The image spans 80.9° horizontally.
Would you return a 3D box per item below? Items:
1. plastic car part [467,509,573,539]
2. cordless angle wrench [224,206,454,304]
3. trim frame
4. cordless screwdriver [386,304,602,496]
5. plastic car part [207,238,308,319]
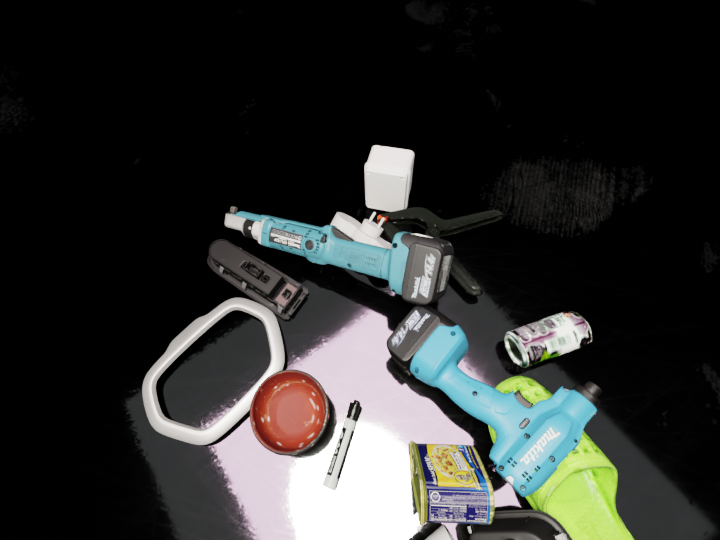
[{"bbox_3d":[0.175,0.316,0.484,0.119,0.067,0.068,-27,60,31],"label":"plastic car part"},{"bbox_3d":[-0.069,-0.045,0.704,0.443,0.071,0.097,15,100,29],"label":"cordless angle wrench"},{"bbox_3d":[-0.233,0.154,0.678,0.192,0.026,0.247,38,75,23],"label":"trim frame"},{"bbox_3d":[0.166,0.140,0.568,0.159,0.070,0.263,-44,55,-7],"label":"cordless screwdriver"},{"bbox_3d":[-0.193,0.004,0.733,0.212,0.064,0.066,29,76,23],"label":"plastic car part"}]
